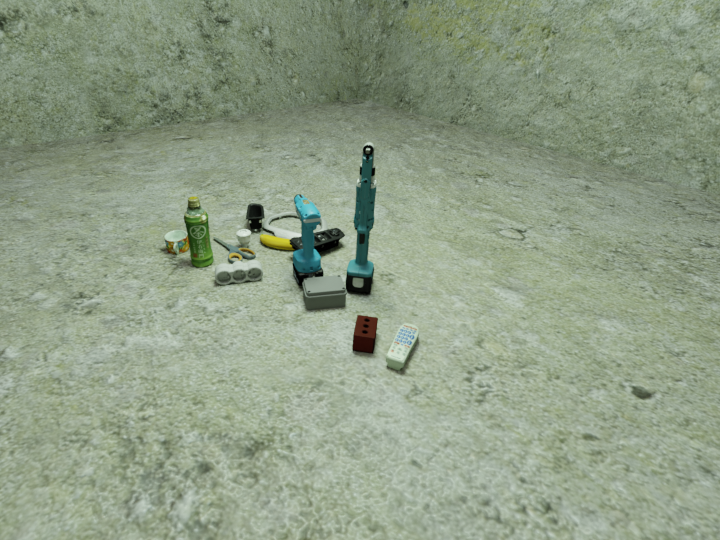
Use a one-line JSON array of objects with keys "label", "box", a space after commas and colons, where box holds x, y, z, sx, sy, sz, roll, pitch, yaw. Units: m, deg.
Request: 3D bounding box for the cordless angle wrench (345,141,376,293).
[{"label": "cordless angle wrench", "box": [0.009, -0.133, 1.131, 0.075, 0.412, 0.099, 8, 31, 6]}]

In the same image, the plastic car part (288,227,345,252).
[{"label": "plastic car part", "box": [-0.135, -0.088, 1.379, 0.197, 0.065, 0.070, -25, 41, -34]}]

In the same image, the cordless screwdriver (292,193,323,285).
[{"label": "cordless screwdriver", "box": [-0.159, -0.090, 1.217, 0.072, 0.242, 0.167, -8, 33, -19]}]

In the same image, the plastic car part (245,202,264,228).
[{"label": "plastic car part", "box": [-0.378, -0.189, 1.529, 0.065, 0.069, 0.121, -4, 33, -10]}]

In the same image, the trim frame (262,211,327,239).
[{"label": "trim frame", "box": [-0.235, -0.164, 1.531, 0.259, 0.027, 0.182, 15, 35, 22]}]
